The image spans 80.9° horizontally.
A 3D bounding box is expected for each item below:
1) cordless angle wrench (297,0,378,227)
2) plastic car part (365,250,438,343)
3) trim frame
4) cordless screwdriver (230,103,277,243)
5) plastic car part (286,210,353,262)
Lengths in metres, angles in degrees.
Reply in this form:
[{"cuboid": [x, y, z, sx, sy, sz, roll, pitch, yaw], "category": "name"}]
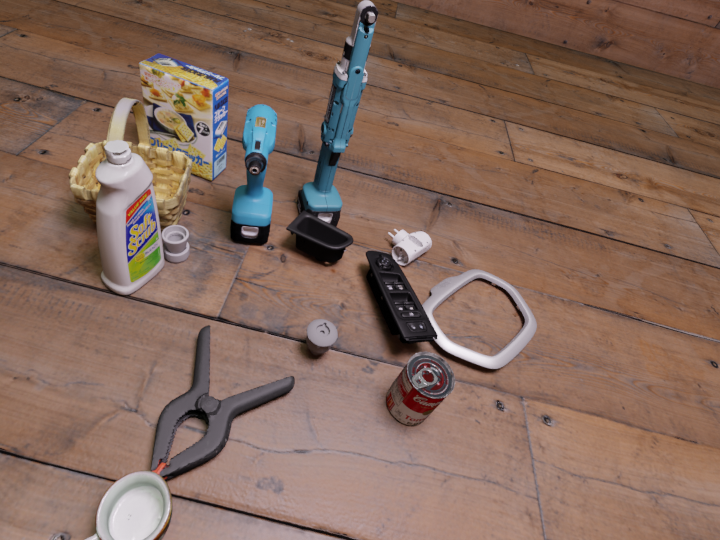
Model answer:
[{"cuboid": [-0.042, -0.247, 0.749, 0.072, 0.416, 0.102, -1, 50, -20], "category": "cordless angle wrench"}, {"cuboid": [0.059, 0.048, 0.742, 0.064, 0.066, 0.212, -4, 49, -20], "category": "plastic car part"}, {"cuboid": [0.218, 0.080, 0.779, 0.242, 0.027, 0.192, -31, 61, -35], "category": "trim frame"}, {"cuboid": [-0.185, -0.142, 0.734, 0.073, 0.245, 0.165, 7, 47, -14], "category": "cordless screwdriver"}, {"cuboid": [-0.078, -0.051, 0.798, 0.119, 0.070, 0.065, 29, 47, 11], "category": "plastic car part"}]
